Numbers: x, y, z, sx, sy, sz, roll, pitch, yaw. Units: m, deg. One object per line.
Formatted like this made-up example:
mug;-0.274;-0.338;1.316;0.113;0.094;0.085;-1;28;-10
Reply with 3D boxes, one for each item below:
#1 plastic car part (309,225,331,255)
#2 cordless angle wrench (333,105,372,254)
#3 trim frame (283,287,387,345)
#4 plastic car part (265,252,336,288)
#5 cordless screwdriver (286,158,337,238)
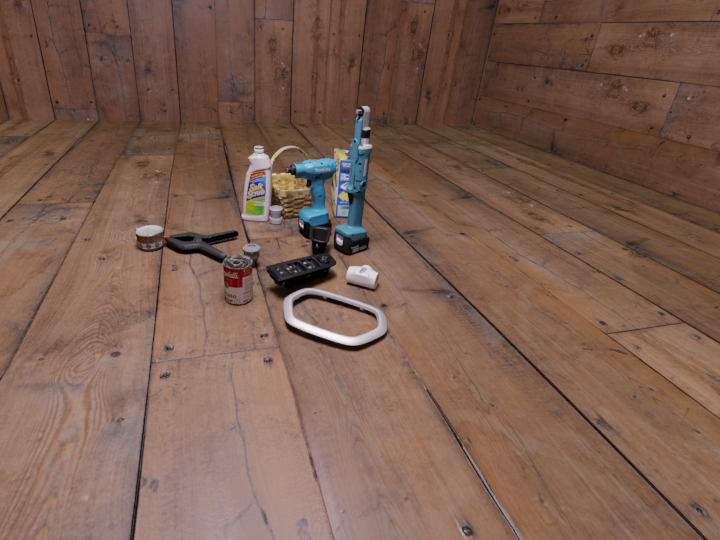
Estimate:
plastic car part;-0.121;-0.079;1.242;0.066;0.069;0.119;4;28;-2
cordless angle wrench;-0.009;-0.251;1.209;0.094;0.413;0.079;-17;35;-38
trim frame;-0.061;0.101;0.967;0.257;0.027;0.183;13;30;17
plastic car part;-0.145;0.004;1.092;0.196;0.065;0.070;-21;38;-38
cordless screwdriver;-0.158;-0.223;1.317;0.154;0.243;0.079;-10;31;-28
